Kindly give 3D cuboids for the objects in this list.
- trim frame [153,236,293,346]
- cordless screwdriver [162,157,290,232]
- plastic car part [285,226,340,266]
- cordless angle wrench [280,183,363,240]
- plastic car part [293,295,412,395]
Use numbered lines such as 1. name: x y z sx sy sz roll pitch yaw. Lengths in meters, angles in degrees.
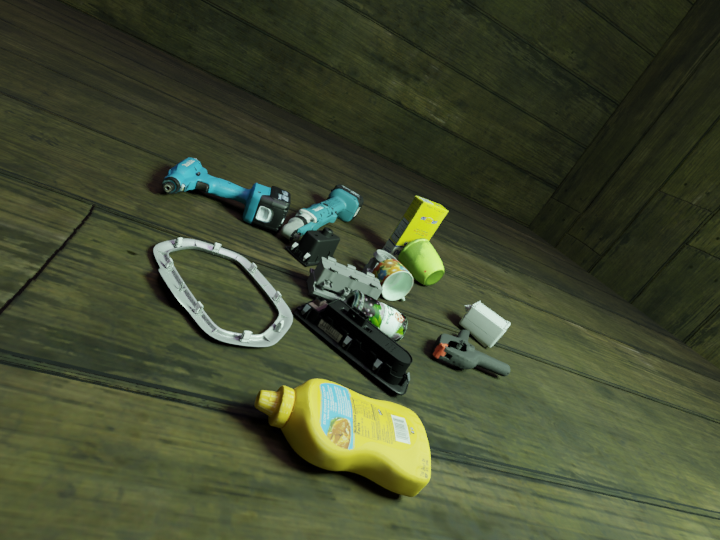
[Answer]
1. trim frame: -0.200 0.021 0.617 0.175 0.027 0.262 0 37 -49
2. cordless screwdriver: -0.270 -0.153 0.863 0.245 0.074 0.163 20 23 -9
3. plastic car part: -0.085 -0.056 0.869 0.069 0.071 0.112 40 27 22
4. cordless angle wrench: -0.097 -0.141 1.053 0.099 0.074 0.417 31 24 5
5. plastic car part: -0.002 0.100 0.639 0.210 0.067 0.064 39 16 19
